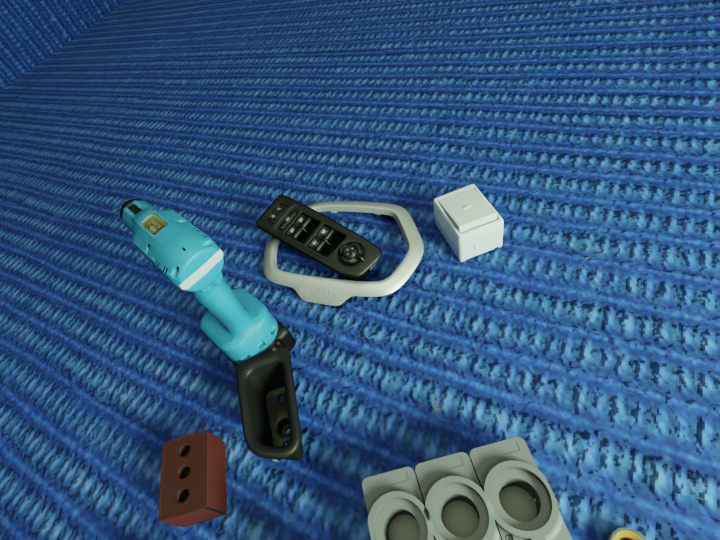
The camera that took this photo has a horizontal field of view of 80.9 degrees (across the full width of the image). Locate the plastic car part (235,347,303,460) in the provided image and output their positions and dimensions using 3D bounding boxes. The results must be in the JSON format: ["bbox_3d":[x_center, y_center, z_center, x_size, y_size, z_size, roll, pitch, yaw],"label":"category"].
[{"bbox_3d":[-0.091,0.158,0.465,0.066,0.067,0.122,-21,49,0],"label":"plastic car part"}]

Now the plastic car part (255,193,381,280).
[{"bbox_3d":[-0.060,-0.039,0.614,0.214,0.064,0.066,27,65,34],"label":"plastic car part"}]

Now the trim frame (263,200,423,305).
[{"bbox_3d":[-0.032,-0.033,0.624,0.258,0.026,0.186,6,55,23],"label":"trim frame"}]

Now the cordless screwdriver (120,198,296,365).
[{"bbox_3d":[-0.176,0.023,0.490,0.168,0.237,0.074,31,66,34],"label":"cordless screwdriver"}]
